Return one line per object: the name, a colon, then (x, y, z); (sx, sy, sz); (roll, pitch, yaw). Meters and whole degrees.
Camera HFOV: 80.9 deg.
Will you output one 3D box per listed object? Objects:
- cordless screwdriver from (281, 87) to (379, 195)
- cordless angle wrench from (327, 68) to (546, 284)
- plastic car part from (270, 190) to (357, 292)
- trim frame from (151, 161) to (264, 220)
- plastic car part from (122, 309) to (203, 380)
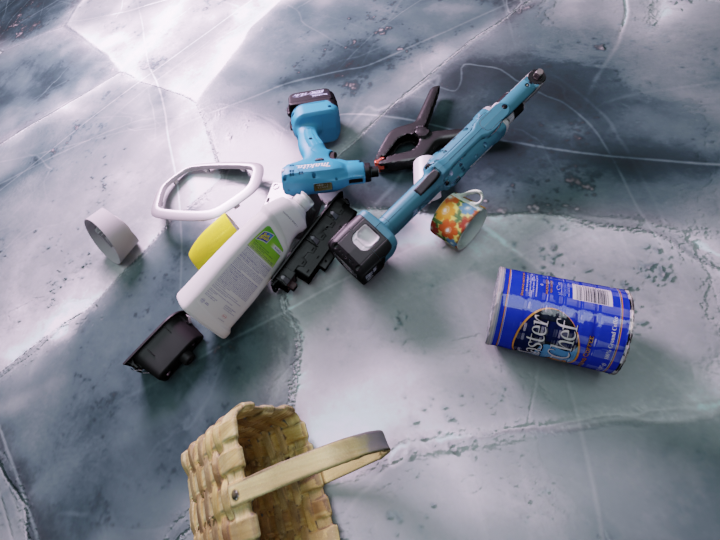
cordless screwdriver: (-0.059, -0.233, 0.762); (0.160, 0.071, 0.257); (-7, 50, 2)
cordless angle wrench: (0.128, -0.154, 0.642); (0.422, 0.096, 0.076); (-44, 79, -4)
plastic car part: (-0.067, -0.044, 0.689); (0.069, 0.064, 0.203); (26, 71, 14)
trim frame: (-0.296, -0.158, 0.813); (0.259, 0.026, 0.185); (4, 51, 27)
plastic car part: (-0.296, 0.125, 0.664); (0.073, 0.064, 0.116); (39, 73, 12)
